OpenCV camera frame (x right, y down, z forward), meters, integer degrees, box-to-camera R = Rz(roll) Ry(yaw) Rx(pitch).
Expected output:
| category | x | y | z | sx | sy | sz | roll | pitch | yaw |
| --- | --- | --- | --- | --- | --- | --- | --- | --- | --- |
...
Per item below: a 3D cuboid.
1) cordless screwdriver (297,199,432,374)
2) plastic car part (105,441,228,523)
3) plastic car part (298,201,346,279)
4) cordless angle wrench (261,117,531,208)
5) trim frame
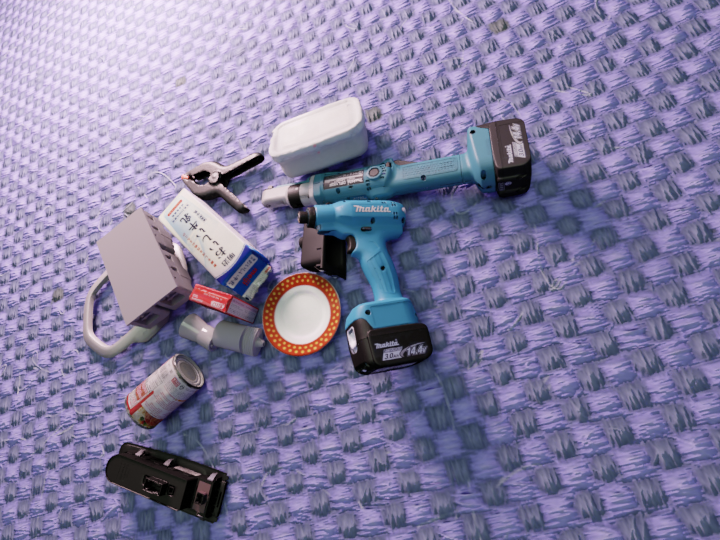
| category | x | y | z | sx | sy | sz | roll | pitch | yaw |
| --- | --- | --- | --- | --- | --- | --- | --- | --- | --- |
| cordless screwdriver | 0.001 | 0.013 | 0.587 | 0.156 | 0.074 | 0.256 | -2 | 65 | -14 |
| plastic car part | -0.301 | 0.312 | 0.626 | 0.211 | 0.064 | 0.067 | 6 | 81 | 24 |
| plastic car part | -0.066 | -0.043 | 0.674 | 0.073 | 0.062 | 0.119 | -16 | 63 | 28 |
| cordless angle wrench | 0.030 | -0.141 | 0.666 | 0.436 | 0.070 | 0.100 | -6 | 63 | 21 |
| trim frame | -0.421 | 0.046 | 0.784 | 0.248 | 0.026 | 0.193 | -44 | 62 | -2 |
